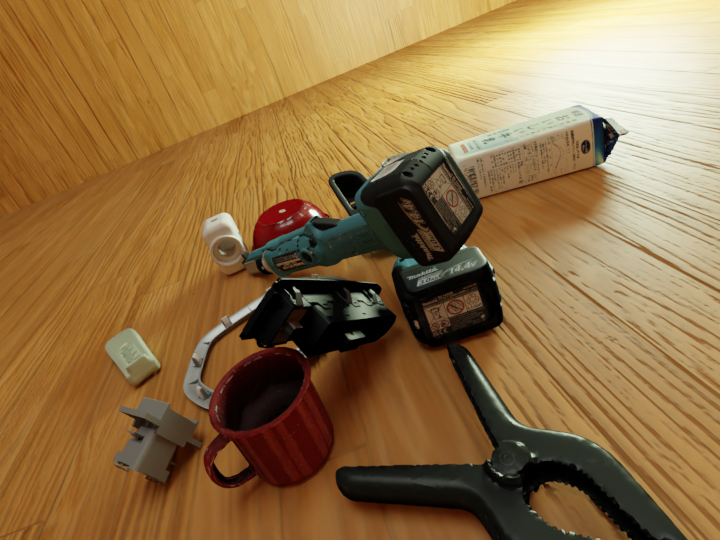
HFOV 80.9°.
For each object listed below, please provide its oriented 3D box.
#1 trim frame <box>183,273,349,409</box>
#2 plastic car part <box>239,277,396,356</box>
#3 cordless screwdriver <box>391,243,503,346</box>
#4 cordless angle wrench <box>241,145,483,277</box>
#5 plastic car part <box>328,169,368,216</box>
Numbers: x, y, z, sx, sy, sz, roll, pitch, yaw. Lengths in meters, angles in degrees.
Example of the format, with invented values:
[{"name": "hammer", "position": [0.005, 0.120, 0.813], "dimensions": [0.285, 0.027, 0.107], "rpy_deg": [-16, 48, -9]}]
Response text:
[{"name": "trim frame", "position": [-0.114, 0.076, 0.539], "dimensions": [0.245, 0.026, 0.194], "rpy_deg": [-33, 33, -19]}, {"name": "plastic car part", "position": [-0.019, 0.046, 0.414], "dimensions": [0.070, 0.066, 0.194], "rpy_deg": [33, 14, 24]}, {"name": "cordless screwdriver", "position": [0.065, -0.014, 0.519], "dimensions": [0.161, 0.071, 0.254], "rpy_deg": [-19, 27, 10]}, {"name": "cordless angle wrench", "position": [-0.053, -0.035, 0.545], "dimensions": [0.439, 0.095, 0.073], "rpy_deg": [-12, 28, 52]}, {"name": "plastic car part", "position": [-0.005, -0.115, 0.719], "dimensions": [0.065, 0.068, 0.123], "rpy_deg": [-26, 46, -8]}]
